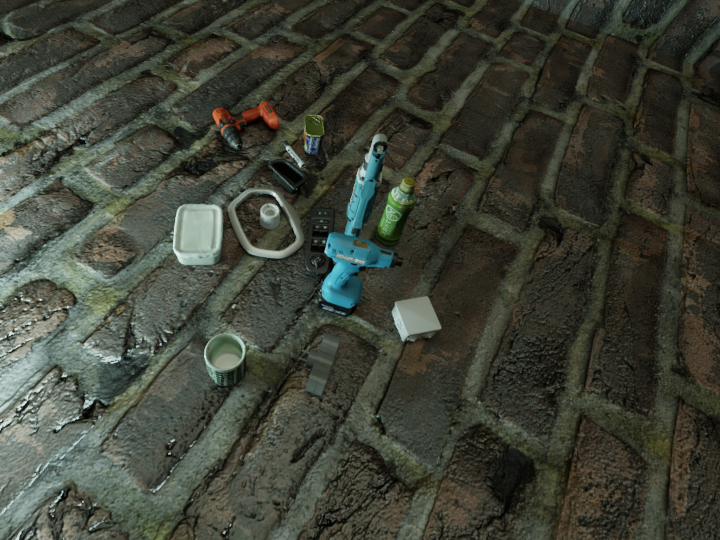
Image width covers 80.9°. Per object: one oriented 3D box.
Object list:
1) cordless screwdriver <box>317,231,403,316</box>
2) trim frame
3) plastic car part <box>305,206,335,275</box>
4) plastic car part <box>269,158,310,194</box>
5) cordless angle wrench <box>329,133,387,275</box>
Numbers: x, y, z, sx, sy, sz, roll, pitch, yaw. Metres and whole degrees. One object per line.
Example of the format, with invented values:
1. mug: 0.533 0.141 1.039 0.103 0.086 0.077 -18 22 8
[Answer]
1. cordless screwdriver: -0.011 0.016 0.941 0.159 0.244 0.075 16 55 -1
2. trim frame: -0.253 -0.132 1.145 0.180 0.027 0.259 -20 60 -21
3. plastic car part: -0.107 -0.070 1.099 0.066 0.066 0.208 6 54 -7
4. plastic car part: -0.210 -0.264 1.219 0.121 0.069 0.065 41 58 18
5. cordless angle wrench: -0.002 -0.133 0.943 0.074 0.416 0.100 9 55 -8
